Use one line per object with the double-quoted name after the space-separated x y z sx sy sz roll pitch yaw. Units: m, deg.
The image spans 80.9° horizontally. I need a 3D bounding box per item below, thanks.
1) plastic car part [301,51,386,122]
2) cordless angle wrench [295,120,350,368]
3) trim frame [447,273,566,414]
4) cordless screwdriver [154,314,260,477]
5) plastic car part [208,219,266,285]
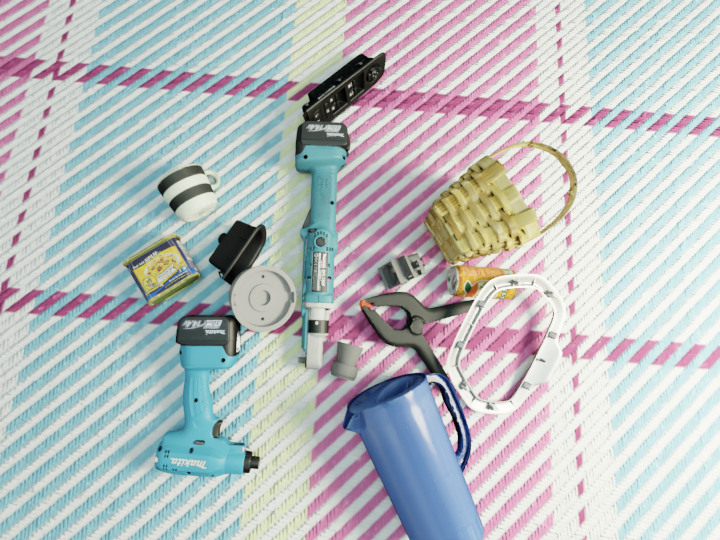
-0.036 -0.348 0.808 0.202 0.063 0.070 -38 58 -8 "plastic car part"
-0.072 -0.047 0.736 0.098 0.074 0.427 2 80 -3 "cordless angle wrench"
0.246 0.121 0.697 0.180 0.028 0.248 28 87 -12 "trim frame"
-0.230 0.197 0.677 0.159 0.074 0.250 5 82 -2 "cordless screwdriver"
-0.220 -0.037 0.738 0.073 0.064 0.117 23 75 15 "plastic car part"
